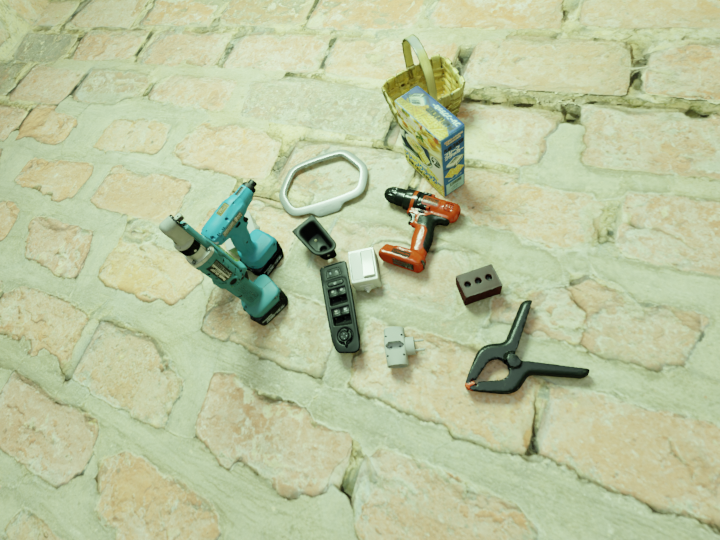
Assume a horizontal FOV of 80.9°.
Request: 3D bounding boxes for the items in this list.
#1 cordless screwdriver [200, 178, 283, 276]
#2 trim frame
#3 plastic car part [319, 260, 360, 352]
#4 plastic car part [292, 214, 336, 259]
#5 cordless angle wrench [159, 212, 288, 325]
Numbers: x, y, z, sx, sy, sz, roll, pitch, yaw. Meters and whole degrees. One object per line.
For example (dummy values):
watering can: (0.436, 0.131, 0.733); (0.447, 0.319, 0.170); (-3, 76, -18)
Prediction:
cordless screwdriver: (-0.253, -0.091, 0.981); (0.078, 0.238, 0.159); (28, 76, 23)
trim frame: (-0.101, -0.230, 1.119); (0.252, 0.026, 0.190); (-17, 62, 10)
plastic car part: (-0.040, 0.086, 0.930); (0.067, 0.064, 0.210); (-15, 62, 9)
plastic car part: (-0.099, -0.065, 1.017); (0.066, 0.068, 0.122); (-40, 61, -4)
cordless angle wrench: (-0.265, 0.005, 0.844); (0.097, 0.404, 0.078); (-44, 64, -7)
